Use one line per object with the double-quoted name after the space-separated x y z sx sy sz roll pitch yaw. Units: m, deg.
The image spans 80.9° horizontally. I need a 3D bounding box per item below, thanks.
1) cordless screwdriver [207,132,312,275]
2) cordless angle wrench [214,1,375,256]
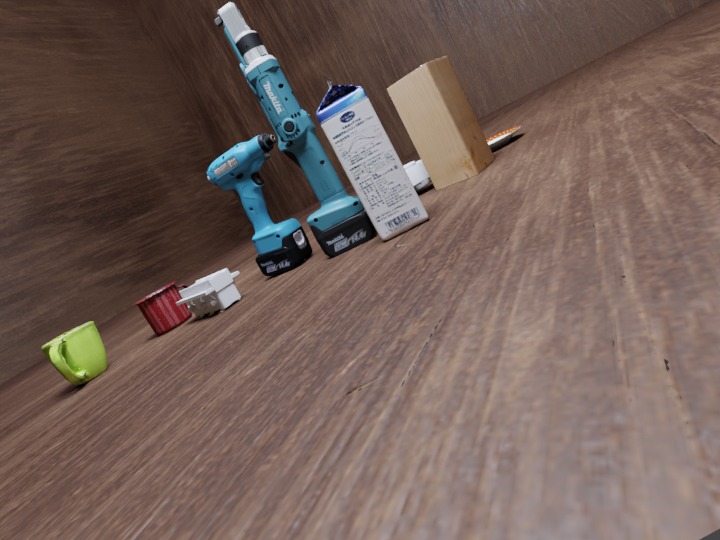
-0.171 -0.122 0.791 0.164 0.245 0.073 -23 9 32 "cordless screwdriver"
-0.108 -0.227 0.678 0.099 0.417 0.074 -26 8 15 "cordless angle wrench"
